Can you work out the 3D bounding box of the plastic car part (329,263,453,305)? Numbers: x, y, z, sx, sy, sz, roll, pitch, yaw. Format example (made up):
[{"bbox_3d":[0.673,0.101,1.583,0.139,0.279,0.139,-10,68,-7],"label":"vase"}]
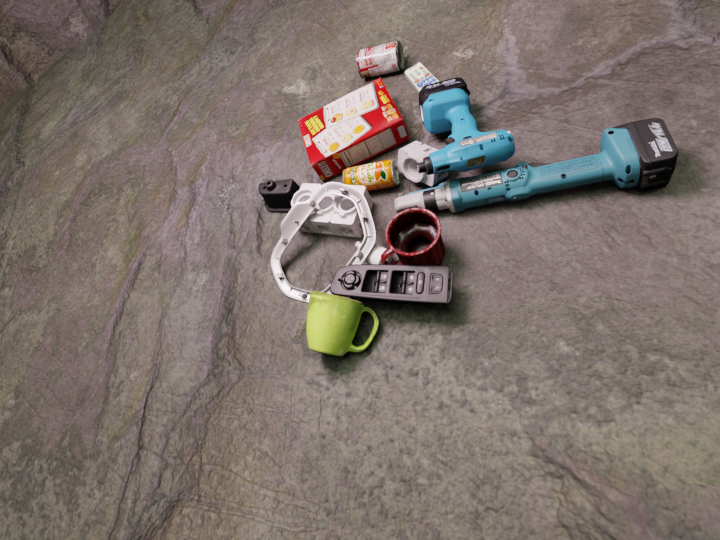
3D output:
[{"bbox_3d":[0.050,0.026,0.715,0.209,0.064,0.067,3,71,19],"label":"plastic car part"}]

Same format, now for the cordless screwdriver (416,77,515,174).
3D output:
[{"bbox_3d":[0.161,-0.266,0.794,0.160,0.071,0.259,-15,45,5],"label":"cordless screwdriver"}]

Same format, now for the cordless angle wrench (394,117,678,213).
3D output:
[{"bbox_3d":[0.264,-0.151,0.723,0.436,0.070,0.100,-9,59,23],"label":"cordless angle wrench"}]

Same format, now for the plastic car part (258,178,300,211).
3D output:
[{"bbox_3d":[-0.181,-0.174,0.942,0.121,0.067,0.067,2,62,22],"label":"plastic car part"}]

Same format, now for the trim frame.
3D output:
[{"bbox_3d":[-0.079,-0.051,0.803,0.192,0.026,0.249,46,107,25],"label":"trim frame"}]
